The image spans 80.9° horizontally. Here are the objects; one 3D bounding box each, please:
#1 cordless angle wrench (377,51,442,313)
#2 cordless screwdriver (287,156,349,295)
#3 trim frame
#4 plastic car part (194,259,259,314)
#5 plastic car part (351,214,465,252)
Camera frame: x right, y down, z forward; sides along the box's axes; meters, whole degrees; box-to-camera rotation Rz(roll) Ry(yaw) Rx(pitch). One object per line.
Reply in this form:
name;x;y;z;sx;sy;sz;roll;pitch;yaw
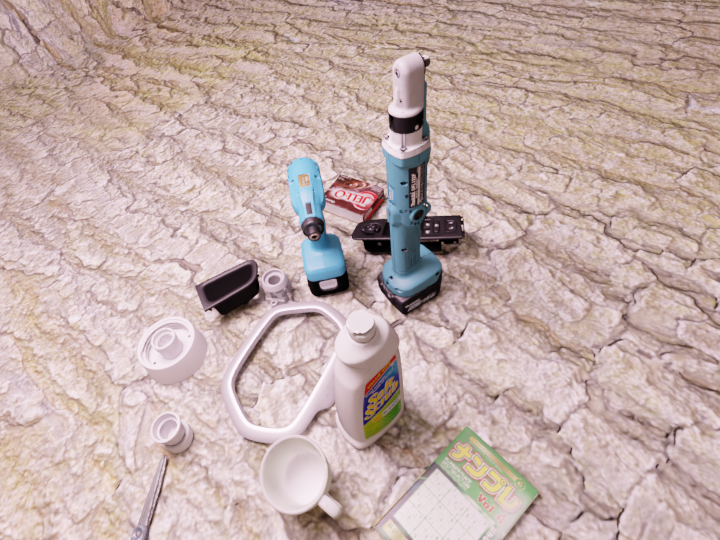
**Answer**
cordless angle wrench;0.067;-0.093;0.596;0.097;0.406;0.078;-27;52;-15
cordless screwdriver;-0.068;-0.044;0.694;0.074;0.239;0.166;-12;49;-2
trim frame;-0.115;0.151;0.679;0.192;0.026;0.248;16;55;23
plastic car part;-0.229;0.039;0.769;0.115;0.068;0.069;-27;51;-12
plastic car part;0.087;-0.065;0.794;0.208;0.064;0.067;2;51;13
